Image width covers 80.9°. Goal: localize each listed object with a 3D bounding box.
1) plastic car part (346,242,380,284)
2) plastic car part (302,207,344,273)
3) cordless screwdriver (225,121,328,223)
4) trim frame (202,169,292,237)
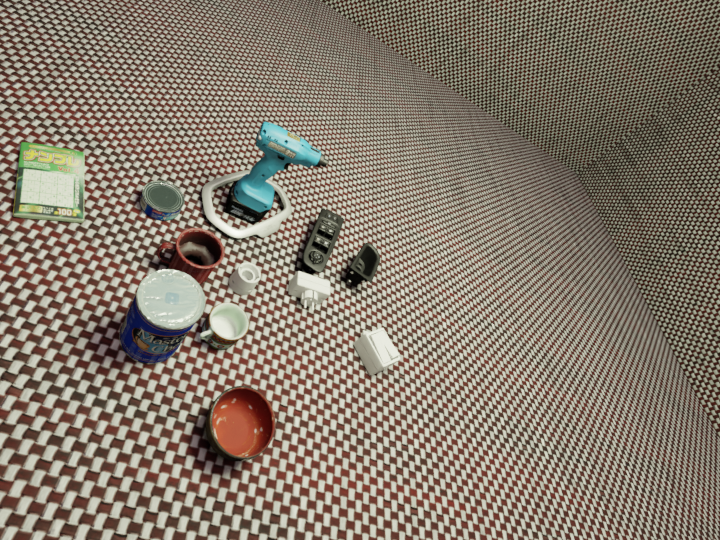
[{"bbox_3d":[0.001,-0.009,1.068,0.065,0.072,0.117,37,41,-9],"label":"plastic car part"},{"bbox_3d":[-0.102,-0.067,1.041,0.065,0.068,0.206,31,42,-15],"label":"plastic car part"},{"bbox_3d":[-0.195,-0.205,0.950,0.153,0.251,0.076,23,46,-24],"label":"cordless screwdriver"},{"bbox_3d":[-0.271,-0.162,1.024,0.187,0.028,0.243,47,41,6],"label":"trim frame"}]
